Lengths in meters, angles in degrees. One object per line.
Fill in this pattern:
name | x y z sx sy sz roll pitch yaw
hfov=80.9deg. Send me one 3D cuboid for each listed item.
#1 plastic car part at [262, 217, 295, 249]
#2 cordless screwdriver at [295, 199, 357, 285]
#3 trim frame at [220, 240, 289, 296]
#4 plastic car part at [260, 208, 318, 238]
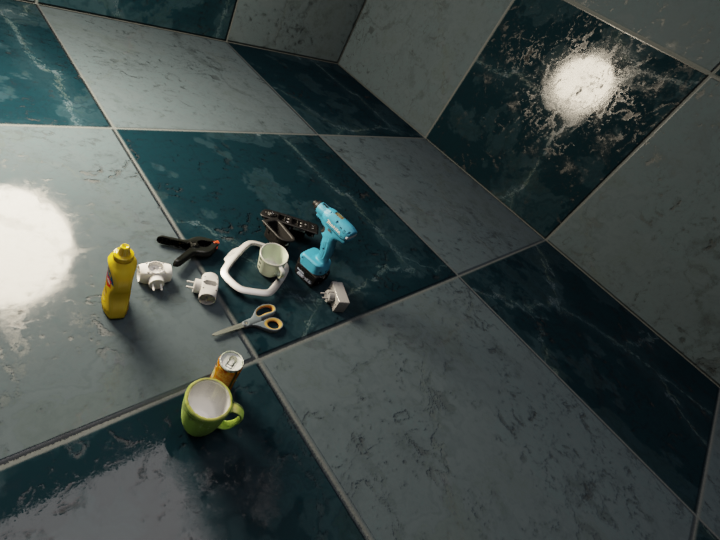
plastic car part | -0.269 -0.107 1.358 0.063 0.071 0.121 -15 55 -46
cordless screwdriver | -0.125 -0.082 1.275 0.165 0.248 0.072 46 37 17
trim frame | -0.310 -0.009 1.249 0.184 0.027 0.250 27 36 -3
plastic car part | -0.246 -0.154 1.434 0.198 0.067 0.068 21 37 -12
